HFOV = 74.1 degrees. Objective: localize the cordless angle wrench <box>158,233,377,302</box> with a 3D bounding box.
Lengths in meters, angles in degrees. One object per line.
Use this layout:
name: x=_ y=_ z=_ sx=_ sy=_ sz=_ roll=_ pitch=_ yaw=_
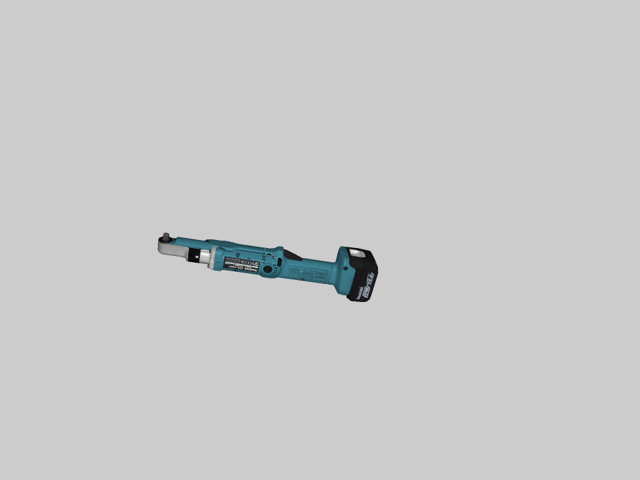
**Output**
cordless angle wrench: x=-0.101 y=0.044 z=0.837 sx=0.423 sy=0.098 sz=0.074 roll=9 pitch=25 yaw=-10
